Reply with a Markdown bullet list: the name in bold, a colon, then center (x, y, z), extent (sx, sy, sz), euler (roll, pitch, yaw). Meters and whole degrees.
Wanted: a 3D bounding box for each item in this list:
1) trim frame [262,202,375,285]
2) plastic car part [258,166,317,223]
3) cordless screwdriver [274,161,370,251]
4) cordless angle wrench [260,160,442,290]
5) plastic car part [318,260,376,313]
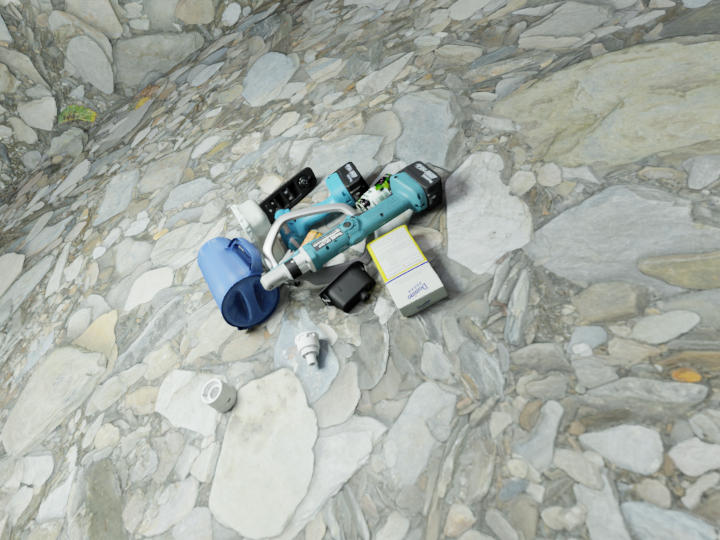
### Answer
- **trim frame**: center (-0.090, -0.059, 0.924), extent (0.247, 0.027, 0.190), euler (-13, 66, -5)
- **plastic car part**: center (-0.204, -0.200, 1.143), extent (0.203, 0.064, 0.069), euler (-39, 20, 0)
- **cordless screwdriver**: center (-0.103, -0.168, 1.047), extent (0.250, 0.070, 0.168), euler (-37, 45, 6)
- **cordless angle wrench**: center (-0.021, -0.081, 0.882), extent (0.420, 0.071, 0.103), euler (-33, 53, -7)
- **plastic car part**: center (-0.016, 0.039, 0.848), extent (0.116, 0.063, 0.074), euler (-41, 61, -9)
